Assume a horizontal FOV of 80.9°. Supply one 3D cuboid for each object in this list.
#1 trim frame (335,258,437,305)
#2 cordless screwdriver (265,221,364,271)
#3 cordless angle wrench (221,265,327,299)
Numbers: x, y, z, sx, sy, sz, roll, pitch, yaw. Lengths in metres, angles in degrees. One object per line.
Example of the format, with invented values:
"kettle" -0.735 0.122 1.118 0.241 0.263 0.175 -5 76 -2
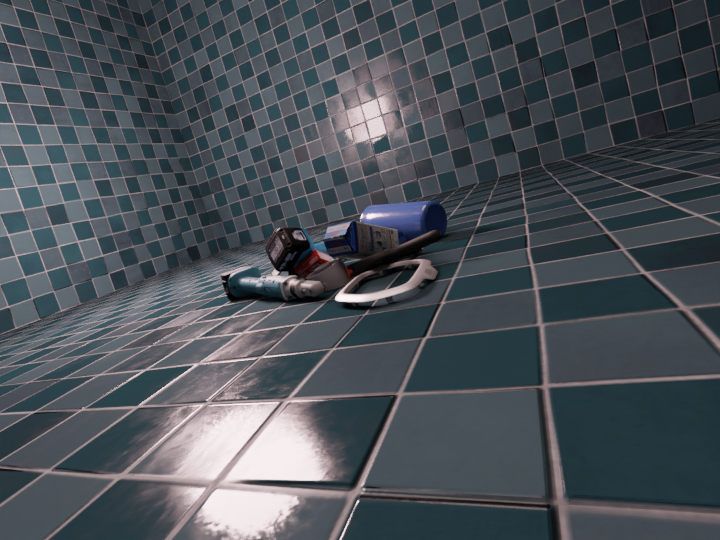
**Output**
"trim frame" 0.052 0.020 0.811 0.189 0.027 0.244 -14 9 21
"cordless screwdriver" -0.104 -0.068 1.059 0.237 0.078 0.160 0 -39 -46
"cordless angle wrench" -0.220 0.036 1.033 0.095 0.073 0.443 -23 14 -35
